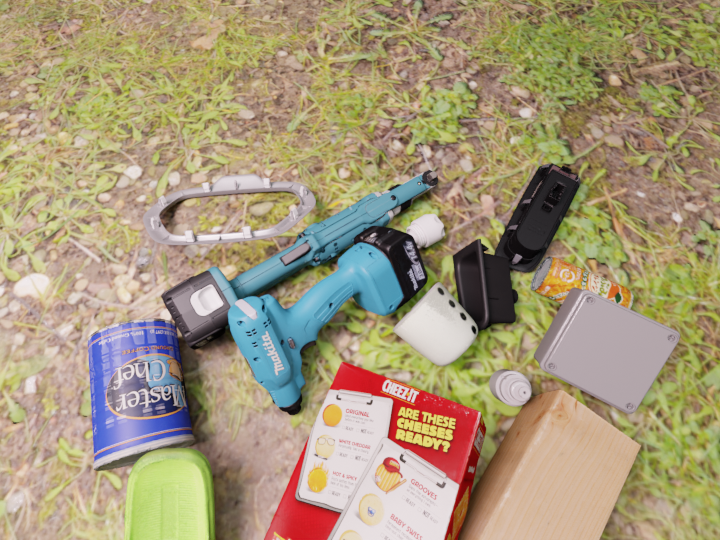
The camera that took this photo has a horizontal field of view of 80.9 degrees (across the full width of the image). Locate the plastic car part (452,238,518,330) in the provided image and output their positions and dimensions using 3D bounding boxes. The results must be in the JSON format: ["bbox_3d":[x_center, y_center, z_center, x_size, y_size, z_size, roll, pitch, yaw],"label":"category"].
[{"bbox_3d":[0.174,0.025,0.567,0.069,0.066,0.119,3,67,-16],"label":"plastic car part"}]

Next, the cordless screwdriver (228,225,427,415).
[{"bbox_3d":[-0.028,0.057,0.527,0.244,0.154,0.078,-32,27,-23],"label":"cordless screwdriver"}]

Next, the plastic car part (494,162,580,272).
[{"bbox_3d":[0.267,-0.084,0.615,0.067,0.066,0.202,34,72,5],"label":"plastic car part"}]

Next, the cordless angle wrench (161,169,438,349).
[{"bbox_3d":[-0.057,-0.037,0.586,0.416,0.098,0.075,-32,85,-18],"label":"cordless angle wrench"}]

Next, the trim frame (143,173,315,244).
[{"bbox_3d":[-0.188,-0.092,0.606,0.250,0.026,0.190,-6,35,3],"label":"trim frame"}]
